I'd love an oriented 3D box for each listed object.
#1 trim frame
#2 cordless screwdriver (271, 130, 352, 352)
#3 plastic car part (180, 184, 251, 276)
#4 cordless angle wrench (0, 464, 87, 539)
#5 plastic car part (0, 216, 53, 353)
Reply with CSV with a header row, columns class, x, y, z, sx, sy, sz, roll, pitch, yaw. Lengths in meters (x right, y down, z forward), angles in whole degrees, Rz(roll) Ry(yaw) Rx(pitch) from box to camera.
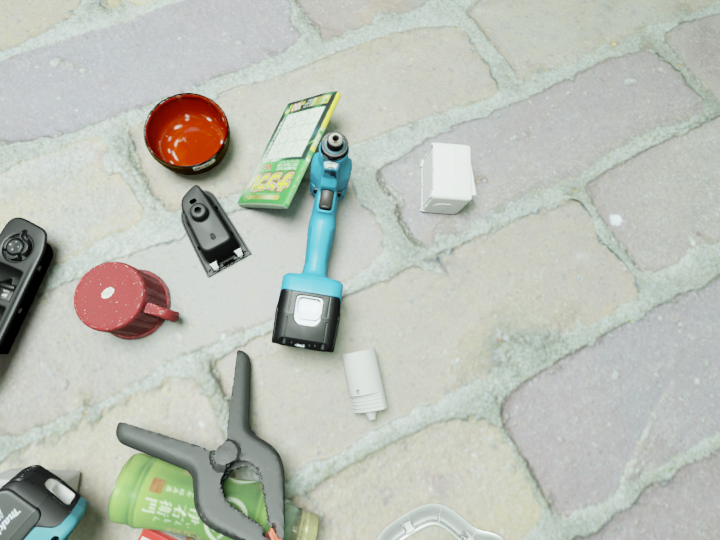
class,x,y,z,sx,sy,sz,roll,pitch,yaw
trim frame,0.116,0.389,0.470,0.254,0.027,0.183,43,77,10
cordless screwdriver,-0.050,-0.033,0.509,0.074,0.158,0.251,9,77,-5
plastic car part,-0.203,-0.061,0.555,0.065,0.071,0.118,-30,82,-12
cordless angle wrench,-0.198,0.363,0.412,0.418,0.075,0.097,42,68,-6
plastic car part,-0.435,0.036,0.519,0.067,0.066,0.204,13,78,6
